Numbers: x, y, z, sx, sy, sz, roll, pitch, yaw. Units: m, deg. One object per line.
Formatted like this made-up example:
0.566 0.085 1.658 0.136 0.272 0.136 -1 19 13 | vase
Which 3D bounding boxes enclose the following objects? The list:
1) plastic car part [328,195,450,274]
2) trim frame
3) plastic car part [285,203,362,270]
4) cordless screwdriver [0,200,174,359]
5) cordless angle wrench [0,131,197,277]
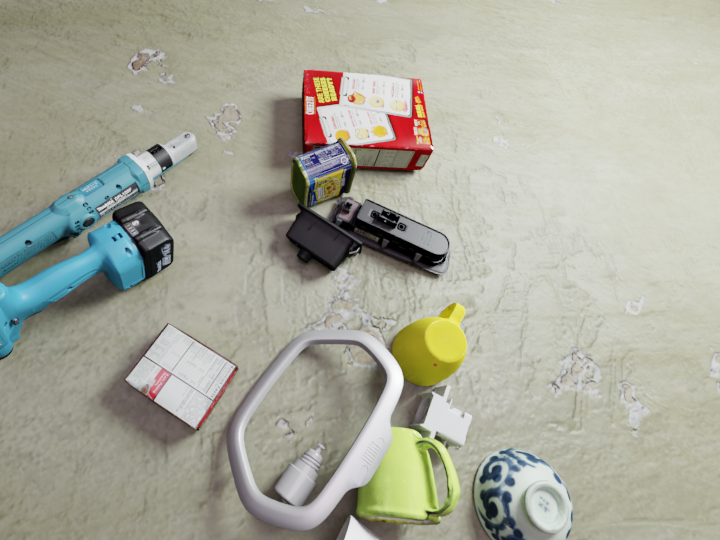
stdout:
0.055 -0.063 0.662 0.204 0.066 0.066 27 57 1 | plastic car part
-0.055 0.177 0.518 0.194 0.026 0.247 22 60 30 | trim frame
-0.062 -0.041 0.639 0.119 0.065 0.071 31 79 9 | plastic car part
-0.366 0.019 0.538 0.075 0.160 0.244 47 52 6 | cordless screwdriver
-0.398 -0.081 0.592 0.076 0.097 0.419 38 63 10 | cordless angle wrench
